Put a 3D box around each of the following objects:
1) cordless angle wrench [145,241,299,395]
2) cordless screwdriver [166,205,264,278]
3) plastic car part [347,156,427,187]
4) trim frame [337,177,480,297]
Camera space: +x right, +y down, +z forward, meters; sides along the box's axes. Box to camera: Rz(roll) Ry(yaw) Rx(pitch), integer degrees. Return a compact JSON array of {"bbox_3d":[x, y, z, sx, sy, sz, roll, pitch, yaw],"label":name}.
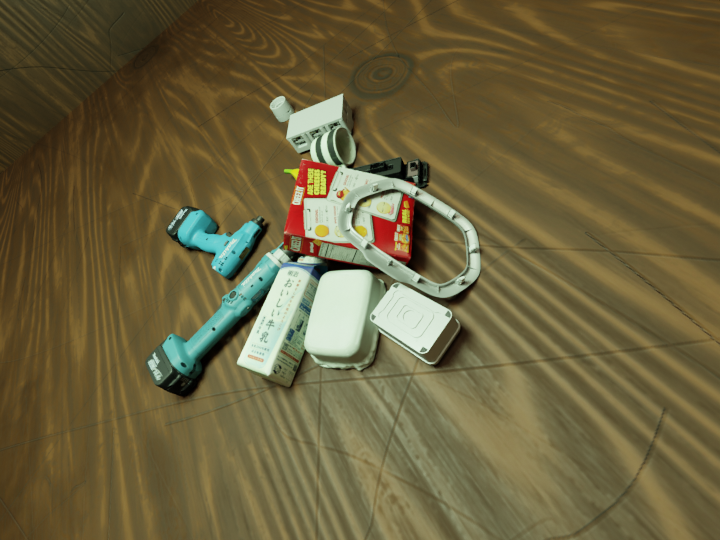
[{"bbox_3d":[-0.243,0.062,0.850,0.422,0.070,0.104,-47,49,-7],"label":"cordless angle wrench"},{"bbox_3d":[-0.345,-0.093,1.011,0.263,0.070,0.159,25,74,36],"label":"cordless screwdriver"},{"bbox_3d":[0.029,-0.186,0.857,0.210,0.063,0.068,-9,63,29],"label":"plastic car part"},{"bbox_3d":[0.081,-0.061,0.688,0.254,0.027,0.183,35,64,11],"label":"trim frame"}]
